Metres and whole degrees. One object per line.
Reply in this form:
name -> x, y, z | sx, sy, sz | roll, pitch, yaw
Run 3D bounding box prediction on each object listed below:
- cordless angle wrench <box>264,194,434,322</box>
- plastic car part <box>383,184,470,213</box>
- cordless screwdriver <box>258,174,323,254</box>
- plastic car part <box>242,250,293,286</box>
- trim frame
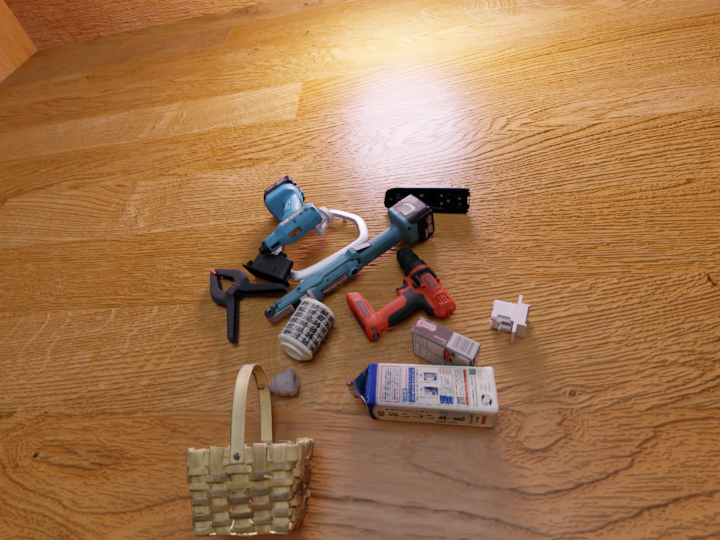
cordless angle wrench -> -0.026, -0.014, 0.927 | 0.420, 0.093, 0.078 | -34, 52, -9
plastic car part -> 0.159, -0.183, 1.031 | 0.208, 0.064, 0.068 | 2, 41, 16
cordless screwdriver -> -0.191, -0.134, 1.027 | 0.159, 0.071, 0.260 | -36, 33, 2
plastic car part -> -0.197, -0.011, 0.963 | 0.122, 0.063, 0.071 | 13, 70, 26
trim frame -> -0.100, -0.065, 1.022 | 0.245, 0.026, 0.194 | -30, 49, -13
